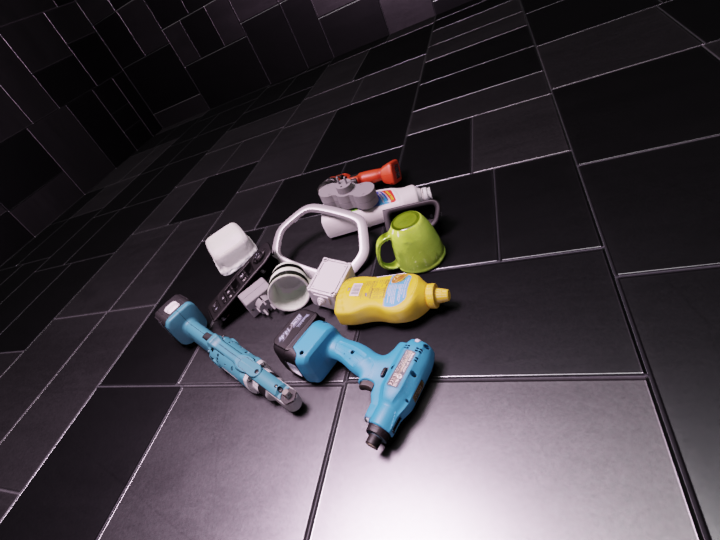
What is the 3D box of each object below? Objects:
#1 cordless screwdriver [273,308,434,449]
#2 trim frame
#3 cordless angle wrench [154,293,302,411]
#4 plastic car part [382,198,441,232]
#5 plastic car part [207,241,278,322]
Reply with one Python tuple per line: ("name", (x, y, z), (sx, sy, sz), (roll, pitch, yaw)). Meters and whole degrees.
("cordless screwdriver", (-0.029, 0.154, 0.643), (0.262, 0.071, 0.158), (10, 50, 37))
("trim frame", (-0.091, -0.059, 0.930), (0.261, 0.026, 0.185), (17, 73, 30))
("cordless angle wrench", (-0.254, 0.153, 0.793), (0.447, 0.093, 0.074), (18, 55, 42))
("plastic car part", (0.114, -0.106, 0.870), (0.120, 0.066, 0.068), (-12, -2, 23))
("plastic car part", (-0.249, 0.031, 0.931), (0.203, 0.064, 0.069), (-53, 29, 1))
